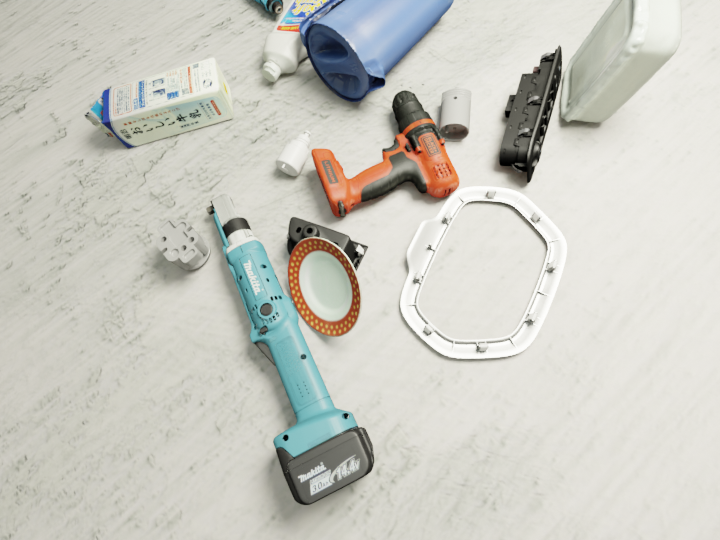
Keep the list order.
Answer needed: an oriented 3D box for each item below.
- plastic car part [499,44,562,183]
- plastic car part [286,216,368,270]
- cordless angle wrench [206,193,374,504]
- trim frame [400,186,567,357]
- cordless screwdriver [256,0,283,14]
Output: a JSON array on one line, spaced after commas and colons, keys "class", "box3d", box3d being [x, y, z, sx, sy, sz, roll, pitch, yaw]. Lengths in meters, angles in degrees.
[{"class": "plastic car part", "box3d": [0.241, -0.222, 0.602, 0.070, 0.063, 0.205, 10, 70, 22]}, {"class": "plastic car part", "box3d": [-0.056, -0.037, 0.577, 0.120, 0.069, 0.066, 24, 73, 14]}, {"class": "cordless angle wrench", "box3d": [-0.116, 0.061, 0.551, 0.098, 0.071, 0.440, -28, 64, -3]}, {"class": "trim frame", "box3d": [0.156, -0.005, 0.549, 0.191, 0.026, 0.249, 24, 76, 19]}, {"class": "cordless screwdriver", "box3d": [-0.105, -0.595, 0.809, 0.249, 0.071, 0.165, -31, 67, 1]}]
